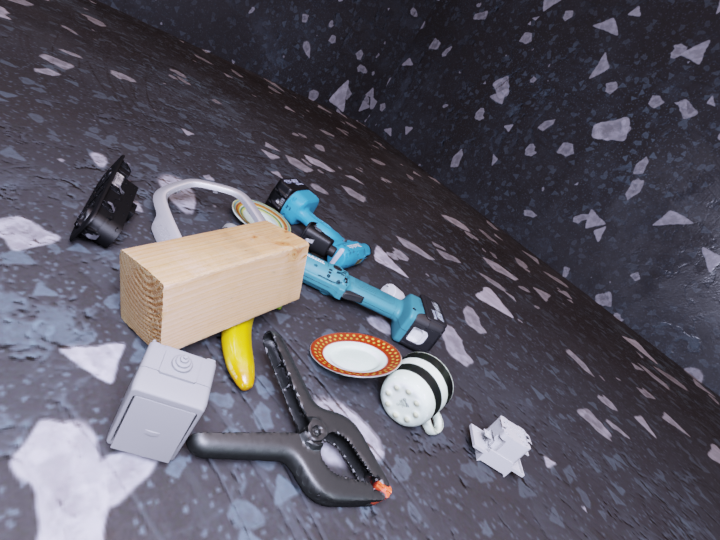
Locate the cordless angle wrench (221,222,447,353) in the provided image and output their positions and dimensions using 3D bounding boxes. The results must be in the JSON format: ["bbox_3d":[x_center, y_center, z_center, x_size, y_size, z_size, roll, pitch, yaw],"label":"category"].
[{"bbox_3d":[-0.051,0.018,0.750,0.417,0.074,0.100,26,24,-7],"label":"cordless angle wrench"}]

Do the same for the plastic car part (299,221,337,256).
[{"bbox_3d":[-0.078,-0.051,0.802,0.071,0.066,0.117,31,2,-4],"label":"plastic car part"}]

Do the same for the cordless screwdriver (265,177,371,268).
[{"bbox_3d":[-0.086,-0.104,0.949,0.257,0.074,0.154,44,25,17],"label":"cordless screwdriver"}]

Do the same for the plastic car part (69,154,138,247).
[{"bbox_3d":[-0.360,-0.093,0.605,0.064,0.067,0.212,50,9,-33],"label":"plastic car part"}]

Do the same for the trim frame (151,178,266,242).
[{"bbox_3d":[-0.234,-0.068,0.679,0.177,0.027,0.260,-13,55,-37],"label":"trim frame"}]
